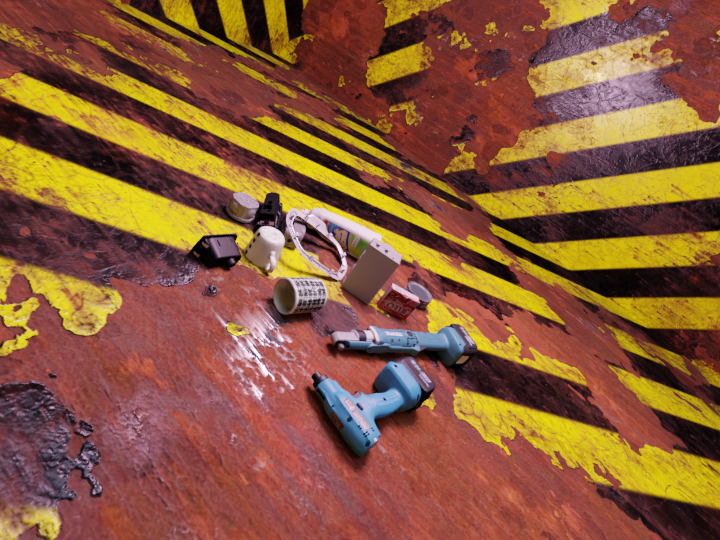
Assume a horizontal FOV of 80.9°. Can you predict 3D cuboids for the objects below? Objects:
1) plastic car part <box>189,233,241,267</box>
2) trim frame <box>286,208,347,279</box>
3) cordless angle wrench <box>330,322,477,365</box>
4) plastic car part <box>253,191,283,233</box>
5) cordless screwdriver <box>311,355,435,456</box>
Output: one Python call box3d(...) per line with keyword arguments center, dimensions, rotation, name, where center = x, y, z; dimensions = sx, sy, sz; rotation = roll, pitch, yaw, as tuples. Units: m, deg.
box3d(center=(-0.306, -0.039, 0.940), dimensions=(0.112, 0.067, 0.073), rotation=(-8, 64, -57), name="plastic car part")
box3d(center=(-0.112, -0.073, 1.147), dimensions=(0.235, 0.028, 0.191), rotation=(35, 31, -35), name="trim frame")
box3d(center=(0.105, 0.171, 1.010), dimensions=(0.403, 0.074, 0.103), rotation=(9, 36, -33), name="cordless angle wrench")
box3d(center=(-0.255, -0.168, 1.185), dimensions=(0.066, 0.065, 0.209), rotation=(-2, 29, -3), name="plastic car part")
box3d(center=(0.026, 0.232, 0.822), dimensions=(0.238, 0.074, 0.166), rotation=(-13, 51, -49), name="cordless screwdriver")
